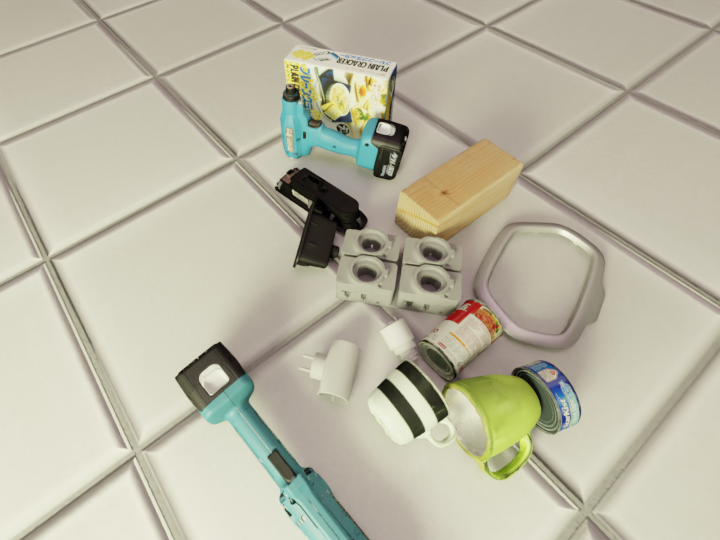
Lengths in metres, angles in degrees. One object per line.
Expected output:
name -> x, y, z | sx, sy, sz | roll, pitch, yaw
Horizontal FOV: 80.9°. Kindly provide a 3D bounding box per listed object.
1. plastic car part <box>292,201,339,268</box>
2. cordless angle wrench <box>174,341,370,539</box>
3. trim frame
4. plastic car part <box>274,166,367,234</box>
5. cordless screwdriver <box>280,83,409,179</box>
plastic car part -> -0.071, -0.046, 0.721 | 0.070, 0.065, 0.119 | 13, 59, -8
cordless angle wrench -> -0.063, 0.265, 0.492 | 0.073, 0.095, 0.440 | -38, 66, -23
trim frame -> 0.290, 0.013, 0.676 | 0.191, 0.026, 0.247 | 26, 59, 20
plastic car part -> -0.070, -0.138, 0.782 | 0.211, 0.065, 0.065 | 38, 57, 22
cordless screwdriver -> -0.035, -0.266, 0.808 | 0.254, 0.154, 0.075 | 15, 57, 9
